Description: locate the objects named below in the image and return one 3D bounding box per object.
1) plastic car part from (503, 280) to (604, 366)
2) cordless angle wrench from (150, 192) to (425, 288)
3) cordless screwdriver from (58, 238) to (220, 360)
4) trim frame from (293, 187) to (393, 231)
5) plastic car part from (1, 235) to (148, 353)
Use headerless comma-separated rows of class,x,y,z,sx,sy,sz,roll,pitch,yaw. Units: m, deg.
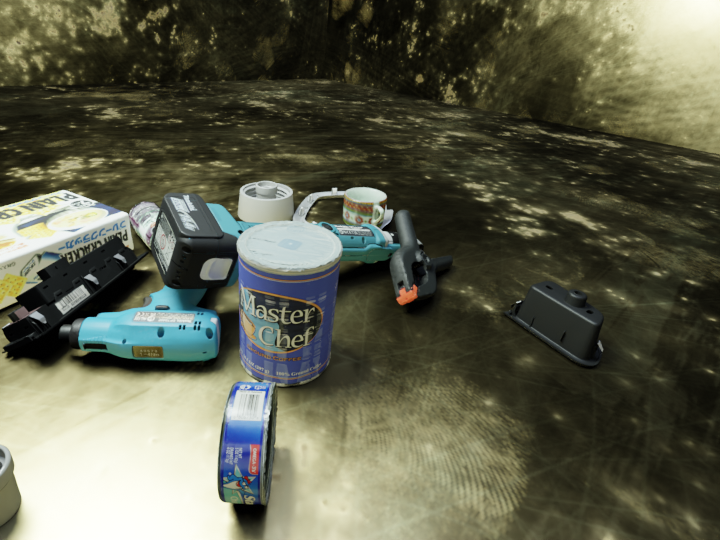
plastic car part,0.252,0.054,0.525,0.064,0.069,0.123,-12,30,-27
cordless angle wrench,-0.057,-0.037,0.578,0.403,0.074,0.103,-2,40,-41
cordless screwdriver,-0.244,0.012,0.528,0.157,0.072,0.258,1,33,-9
trim frame,-0.030,-0.116,0.829,0.187,0.027,0.250,9,28,6
plastic car part,-0.341,0.013,0.511,0.067,0.065,0.203,-29,16,22
